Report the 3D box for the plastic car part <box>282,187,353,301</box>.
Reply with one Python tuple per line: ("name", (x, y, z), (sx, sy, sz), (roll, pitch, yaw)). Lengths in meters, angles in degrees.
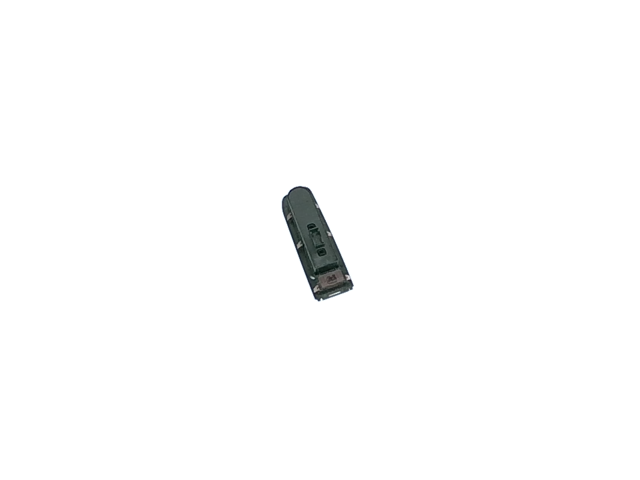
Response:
("plastic car part", (-0.014, -0.007, 0.691), (0.066, 0.203, 0.067), (-22, -25, -1))
